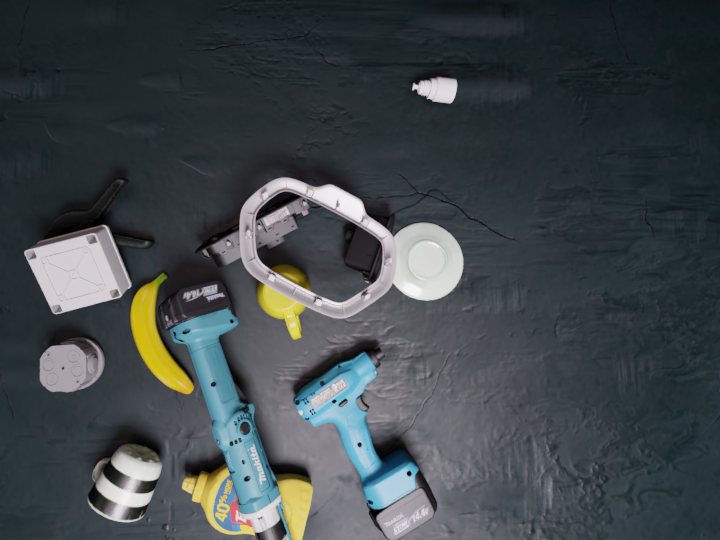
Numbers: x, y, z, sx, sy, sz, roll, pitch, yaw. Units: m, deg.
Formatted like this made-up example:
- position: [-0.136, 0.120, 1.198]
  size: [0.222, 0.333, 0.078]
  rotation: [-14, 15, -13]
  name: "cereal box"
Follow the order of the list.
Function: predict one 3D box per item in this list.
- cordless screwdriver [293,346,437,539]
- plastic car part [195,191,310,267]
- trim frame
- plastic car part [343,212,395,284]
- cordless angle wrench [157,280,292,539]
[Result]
- position: [0.026, 0.255, 0.650]
  size: [0.158, 0.074, 0.252]
  rotation: [-34, 83, -6]
  name: "cordless screwdriver"
- position: [-0.167, -0.064, 0.686]
  size: [0.202, 0.069, 0.065]
  rotation: [-25, 114, -6]
  name: "plastic car part"
- position: [-0.061, -0.040, 0.623]
  size: [0.248, 0.027, 0.185]
  rotation: [27, 70, 0]
  name: "trim frame"
- position: [0.008, -0.042, 0.691]
  size: [0.073, 0.064, 0.117]
  rotation: [14, 80, 11]
  name: "plastic car part"
- position: [-0.178, 0.226, 0.605]
  size: [0.076, 0.094, 0.430]
  rotation: [-32, 76, 39]
  name: "cordless angle wrench"
